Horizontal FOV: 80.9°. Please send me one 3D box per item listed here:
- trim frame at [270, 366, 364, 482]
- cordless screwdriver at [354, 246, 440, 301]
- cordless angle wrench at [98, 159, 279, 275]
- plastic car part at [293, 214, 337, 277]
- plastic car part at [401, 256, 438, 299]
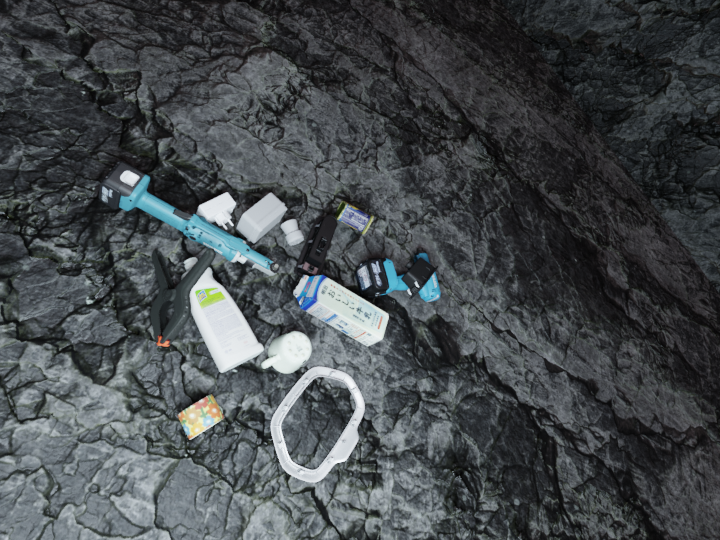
[{"bbox_3d":[-0.086,0.326,0.921,0.184,0.028,0.246,44,52,-2],"label":"trim frame"},{"bbox_3d":[0.105,0.003,1.161,0.238,0.075,0.164,4,63,-31],"label":"cordless screwdriver"},{"bbox_3d":[-0.372,-0.096,0.963,0.410,0.100,0.075,31,56,-16],"label":"cordless angle wrench"},{"bbox_3d":[-0.107,-0.070,1.098,0.065,0.067,0.206,23,54,-9],"label":"plastic car part"},{"bbox_3d":[0.147,0.008,1.108,0.072,0.066,0.115,39,45,3],"label":"plastic car part"}]
